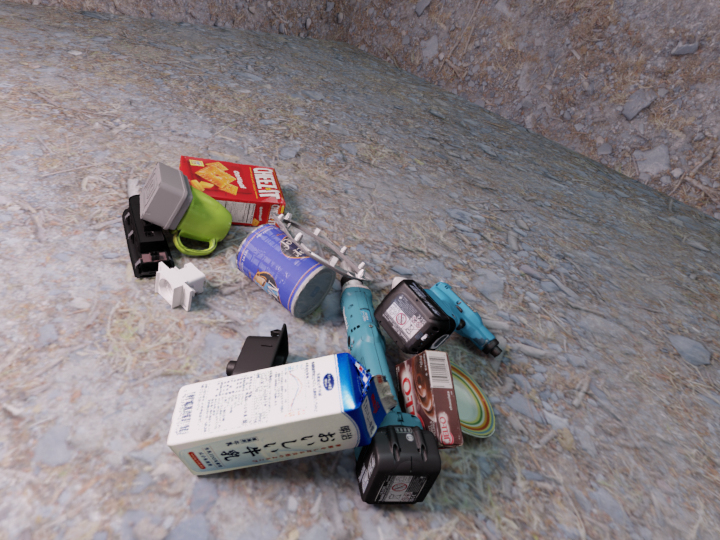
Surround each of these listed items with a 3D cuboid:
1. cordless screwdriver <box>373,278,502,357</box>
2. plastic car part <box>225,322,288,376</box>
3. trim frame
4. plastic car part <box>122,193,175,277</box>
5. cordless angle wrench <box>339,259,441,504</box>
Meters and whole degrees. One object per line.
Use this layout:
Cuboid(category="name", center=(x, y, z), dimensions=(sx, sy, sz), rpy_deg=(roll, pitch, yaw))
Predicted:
Cuboid(category="cordless screwdriver", center=(0.137, 0.087, 0.680), dimensions=(0.166, 0.074, 0.237), rpy_deg=(47, 22, 25))
Cuboid(category="plastic car part", center=(-0.144, 0.132, 0.575), dimensions=(0.072, 0.064, 0.118), rpy_deg=(6, 37, 9))
Cuboid(category="trim frame", center=(-0.072, -0.047, 0.736), dimensions=(0.175, 0.027, 0.262), rpy_deg=(24, 13, -33))
Cuboid(category="plastic car part", center=(-0.384, -0.073, 0.750), dimensions=(0.064, 0.065, 0.214), rpy_deg=(-14, 42, -27))
Cuboid(category="cordless angle wrench", center=(0.009, 0.111, 0.635), dimensions=(0.073, 0.096, 0.440), rpy_deg=(5, 34, -15))
